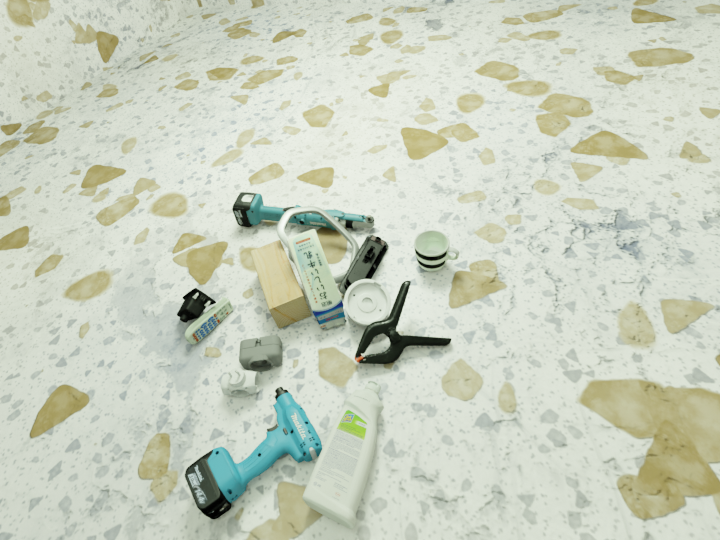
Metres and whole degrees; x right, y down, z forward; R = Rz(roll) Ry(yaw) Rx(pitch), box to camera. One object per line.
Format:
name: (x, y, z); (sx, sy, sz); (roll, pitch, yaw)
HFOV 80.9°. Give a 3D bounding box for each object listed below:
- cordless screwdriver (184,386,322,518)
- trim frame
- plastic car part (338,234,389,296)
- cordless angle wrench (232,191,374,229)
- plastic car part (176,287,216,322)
cordless screwdriver: (-0.215, 0.347, 0.829); (0.245, 0.071, 0.168); (-28, 49, -16)
trim frame: (-0.110, -0.072, 1.125); (0.250, 0.028, 0.182); (43, 56, 3)
plastic car part: (0.013, -0.017, 1.092); (0.067, 0.067, 0.203); (30, 62, 1)
cordless angle wrench: (-0.169, -0.162, 1.253); (0.434, 0.094, 0.075); (8, 51, 14)
plastic car part: (-0.432, 0.098, 1.079); (0.120, 0.063, 0.071); (-24, 33, 46)
